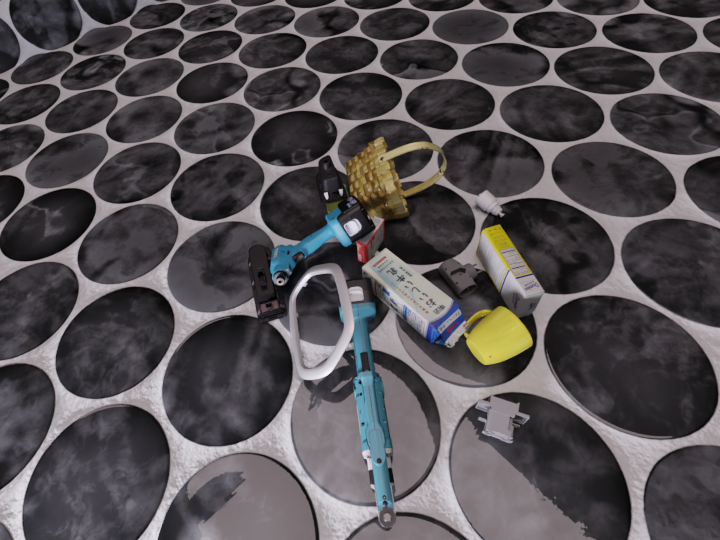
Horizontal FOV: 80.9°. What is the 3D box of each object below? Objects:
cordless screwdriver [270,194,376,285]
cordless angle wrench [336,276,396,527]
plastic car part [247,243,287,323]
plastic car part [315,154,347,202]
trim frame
[{"bbox_3d":[-0.090,-0.059,0.923,0.250,0.072,0.164,-31,24,8],"label":"cordless screwdriver"},{"bbox_3d":[0.015,0.215,0.770,0.074,0.094,0.438,-9,57,-1],"label":"cordless angle wrench"},{"bbox_3d":[-0.224,0.016,0.966,0.066,0.064,0.212,-21,51,0],"label":"plastic car part"},{"bbox_3d":[-0.077,-0.230,1.015,0.066,0.068,0.121,-14,56,-4],"label":"plastic car part"},{"bbox_3d":[-0.085,0.093,0.839,0.186,0.026,0.259,-40,45,25],"label":"trim frame"}]
